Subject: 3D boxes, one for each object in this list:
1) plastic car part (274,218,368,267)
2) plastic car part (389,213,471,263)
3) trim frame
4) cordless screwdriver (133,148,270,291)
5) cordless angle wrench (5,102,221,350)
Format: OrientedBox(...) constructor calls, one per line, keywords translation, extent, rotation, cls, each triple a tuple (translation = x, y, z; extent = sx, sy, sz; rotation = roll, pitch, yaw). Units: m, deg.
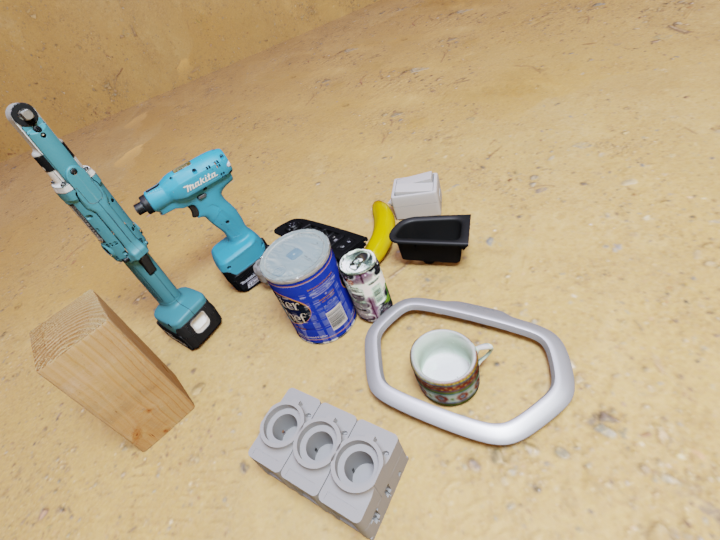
OrientedBox(translation=(-0.073, -0.048, 0.747), extent=(0.215, 0.064, 0.066), rotation=(24, 58, 41), cls="plastic car part")
OrientedBox(translation=(0.110, -0.041, 0.650), extent=(0.121, 0.067, 0.067), rotation=(-1, 45, 24), cls="plastic car part")
OrientedBox(translation=(0.119, 0.107, 0.519), extent=(0.261, 0.026, 0.184), rotation=(9, 51, 33), cls="trim frame")
OrientedBox(translation=(-0.251, -0.066, 0.717), extent=(0.157, 0.237, 0.079), rotation=(-33, 41, -13), cls="cordless screwdriver")
OrientedBox(translation=(-0.341, -0.044, 0.609), extent=(0.103, 0.403, 0.074), rotation=(15, 52, 36), cls="cordless angle wrench")
